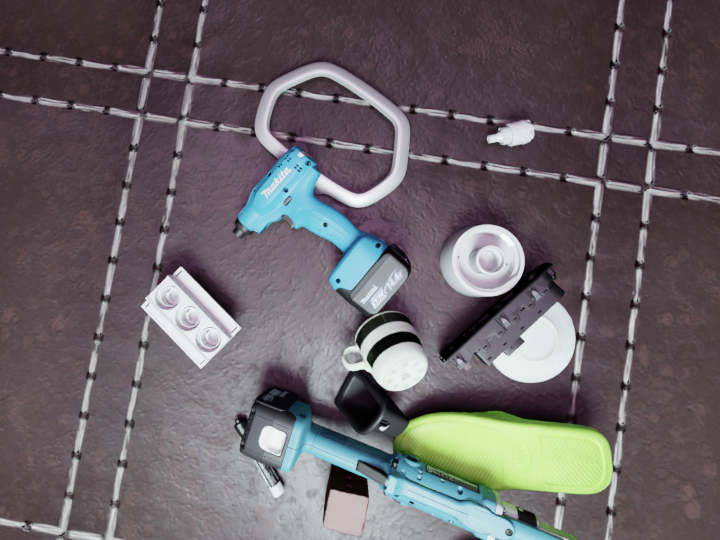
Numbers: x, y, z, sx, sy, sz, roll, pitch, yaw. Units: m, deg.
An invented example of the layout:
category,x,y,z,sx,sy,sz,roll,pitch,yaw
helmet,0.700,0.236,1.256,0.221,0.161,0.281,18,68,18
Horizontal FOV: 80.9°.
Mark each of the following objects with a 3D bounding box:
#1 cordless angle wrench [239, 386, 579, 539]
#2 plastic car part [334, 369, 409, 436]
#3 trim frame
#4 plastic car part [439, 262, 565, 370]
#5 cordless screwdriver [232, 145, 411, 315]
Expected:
category,x,y,z,sx,sy,sz,roll,pitch,yaw
cordless angle wrench,0.056,0.264,0.535,0.433,0.095,0.074,17,88,12
plastic car part,0.023,0.189,0.574,0.068,0.121,0.066,29,88,-25
trim frame,-0.041,-0.204,0.636,0.249,0.027,0.184,36,87,2
plastic car part,0.200,0.069,0.579,0.069,0.064,0.203,43,90,17
cordless screwdriver,-0.059,-0.038,0.601,0.252,0.073,0.160,45,104,6
